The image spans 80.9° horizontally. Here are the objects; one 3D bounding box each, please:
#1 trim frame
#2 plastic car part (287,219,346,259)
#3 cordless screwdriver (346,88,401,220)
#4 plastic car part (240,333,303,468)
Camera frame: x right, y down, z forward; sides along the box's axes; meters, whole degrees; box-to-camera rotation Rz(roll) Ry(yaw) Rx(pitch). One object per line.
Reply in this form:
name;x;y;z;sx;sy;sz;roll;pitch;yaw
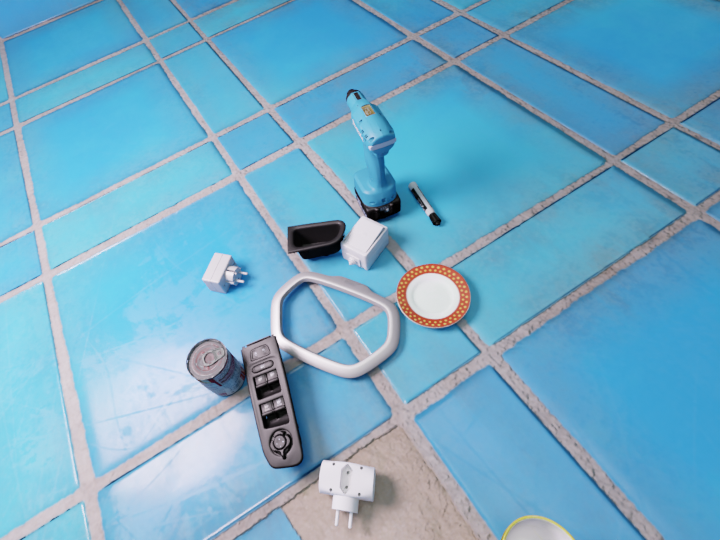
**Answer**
trim frame;-0.050;0.089;0.768;0.258;0.026;0.185;17;62;20
plastic car part;-0.082;-0.054;0.842;0.117;0.068;0.068;-7;57;5
cordless screwdriver;0.018;-0.221;0.829;0.074;0.239;0.166;-20;57;-6
plastic car part;-0.139;0.213;0.681;0.066;0.064;0.212;-19;56;-4
